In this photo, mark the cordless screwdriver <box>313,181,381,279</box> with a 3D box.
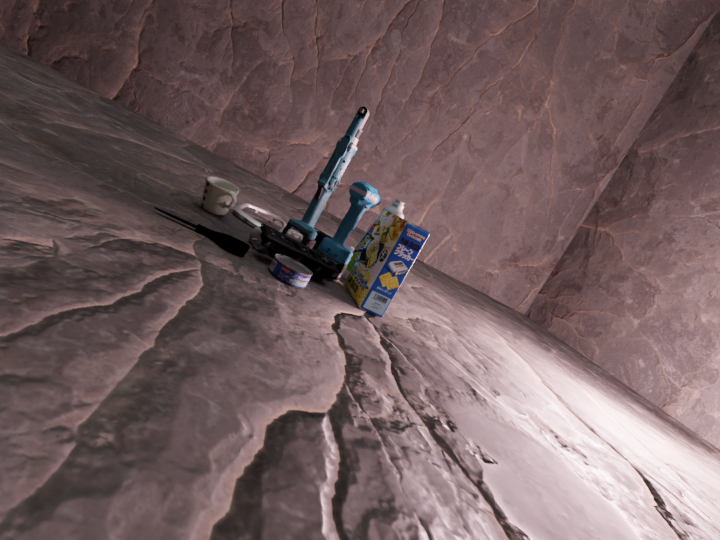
[{"bbox_3d":[-0.028,-0.099,1.060,0.077,0.248,0.154,32,9,17],"label":"cordless screwdriver"}]

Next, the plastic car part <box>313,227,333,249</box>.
[{"bbox_3d":[-0.121,-0.079,1.239,0.062,0.071,0.123,19,13,-48],"label":"plastic car part"}]

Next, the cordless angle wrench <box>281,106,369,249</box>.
[{"bbox_3d":[-0.086,-0.245,1.148,0.077,0.422,0.095,31,9,15],"label":"cordless angle wrench"}]

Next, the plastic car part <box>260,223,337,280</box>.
[{"bbox_3d":[-0.138,-0.029,0.929,0.194,0.067,0.069,23,10,-28],"label":"plastic car part"}]

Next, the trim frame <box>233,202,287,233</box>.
[{"bbox_3d":[-0.292,-0.152,1.273,0.181,0.027,0.253,26,9,-10],"label":"trim frame"}]
